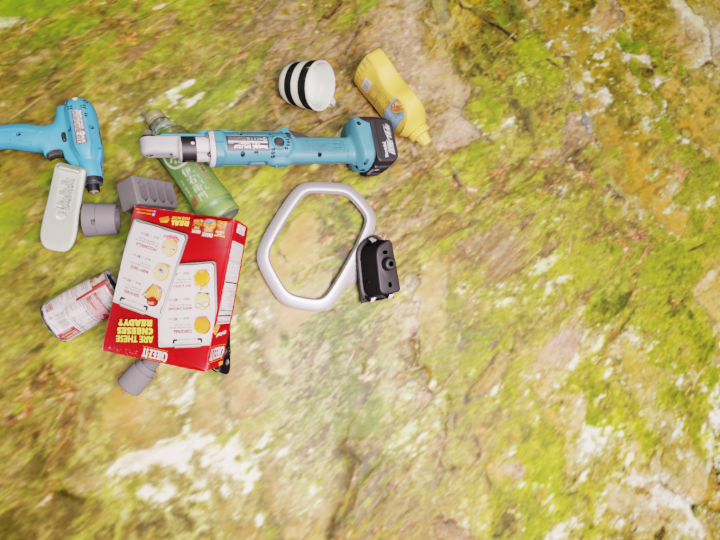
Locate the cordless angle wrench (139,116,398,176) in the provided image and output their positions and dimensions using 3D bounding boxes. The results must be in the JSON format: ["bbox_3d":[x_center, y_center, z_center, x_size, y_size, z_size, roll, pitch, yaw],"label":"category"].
[{"bbox_3d":[-0.142,-0.206,0.709,0.410,0.076,0.099,-7,80,-22],"label":"cordless angle wrench"}]

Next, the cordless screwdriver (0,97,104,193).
[{"bbox_3d":[-0.543,-0.182,0.671,0.243,0.075,0.161,-13,82,-17],"label":"cordless screwdriver"}]

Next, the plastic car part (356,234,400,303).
[{"bbox_3d":[0.036,-0.003,0.725,0.064,0.073,0.116,-8,93,-25],"label":"plastic car part"}]

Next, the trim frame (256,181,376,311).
[{"bbox_3d":[-0.073,-0.048,0.750,0.183,0.027,0.249,29,73,-2],"label":"trim frame"}]

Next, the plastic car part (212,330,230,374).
[{"bbox_3d":[-0.240,0.066,0.675,0.066,0.066,0.206,-9,80,-7],"label":"plastic car part"}]
